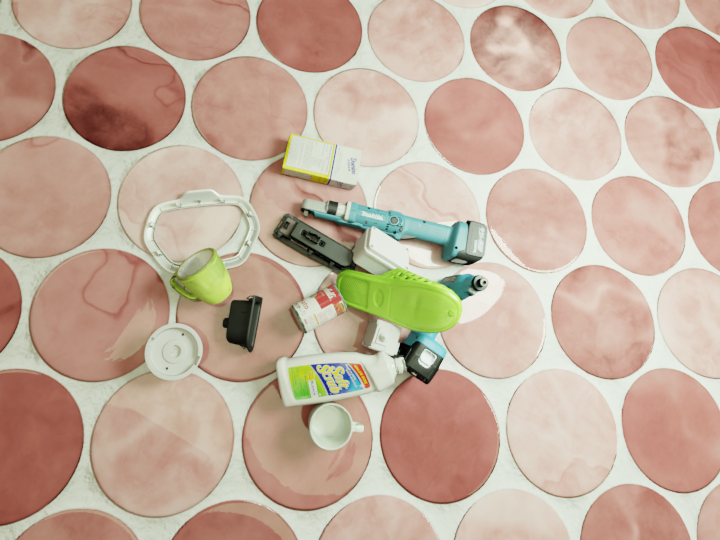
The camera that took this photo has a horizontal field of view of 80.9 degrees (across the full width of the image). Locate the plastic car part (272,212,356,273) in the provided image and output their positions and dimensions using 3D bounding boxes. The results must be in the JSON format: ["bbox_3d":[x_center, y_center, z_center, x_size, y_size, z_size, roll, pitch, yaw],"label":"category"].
[{"bbox_3d":[-0.092,-0.060,0.942,0.202,0.067,0.066,31,68,-4],"label":"plastic car part"}]

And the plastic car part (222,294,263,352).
[{"bbox_3d":[-0.251,0.107,0.885,0.072,0.064,0.117,9,80,7],"label":"plastic car part"}]

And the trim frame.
[{"bbox_3d":[-0.346,-0.088,0.928,0.245,0.027,0.187,-7,78,-8],"label":"trim frame"}]

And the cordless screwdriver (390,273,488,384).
[{"bbox_3d":[0.171,0.112,0.888,0.074,0.161,0.248,35,76,-8],"label":"cordless screwdriver"}]

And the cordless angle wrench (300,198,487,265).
[{"bbox_3d":[0.071,-0.105,0.972,0.421,0.074,0.099,13,76,-3],"label":"cordless angle wrench"}]
